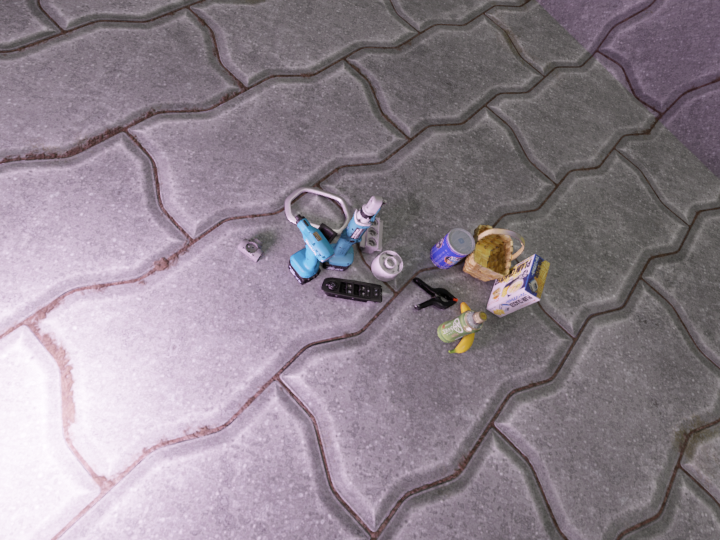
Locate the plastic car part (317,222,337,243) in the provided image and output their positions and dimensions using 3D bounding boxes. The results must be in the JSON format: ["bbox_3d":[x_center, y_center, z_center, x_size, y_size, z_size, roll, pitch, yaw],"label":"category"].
[{"bbox_3d":[-0.141,-0.092,1.438,0.066,0.071,0.116,34,61,-1],"label":"plastic car part"}]

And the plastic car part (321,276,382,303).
[{"bbox_3d":[-0.033,0.067,1.393,0.199,0.067,0.068,12,64,-10],"label":"plastic car part"}]

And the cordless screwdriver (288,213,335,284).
[{"bbox_3d":[-0.170,-0.062,1.315,0.073,0.249,0.162,-31,80,-28],"label":"cordless screwdriver"}]

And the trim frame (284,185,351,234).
[{"bbox_3d":[-0.151,-0.212,1.518,0.245,0.027,0.187,15,62,-8],"label":"trim frame"}]

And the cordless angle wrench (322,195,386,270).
[{"bbox_3d":[-0.023,-0.110,1.278,0.095,0.423,0.076,8,66,-17],"label":"cordless angle wrench"}]
